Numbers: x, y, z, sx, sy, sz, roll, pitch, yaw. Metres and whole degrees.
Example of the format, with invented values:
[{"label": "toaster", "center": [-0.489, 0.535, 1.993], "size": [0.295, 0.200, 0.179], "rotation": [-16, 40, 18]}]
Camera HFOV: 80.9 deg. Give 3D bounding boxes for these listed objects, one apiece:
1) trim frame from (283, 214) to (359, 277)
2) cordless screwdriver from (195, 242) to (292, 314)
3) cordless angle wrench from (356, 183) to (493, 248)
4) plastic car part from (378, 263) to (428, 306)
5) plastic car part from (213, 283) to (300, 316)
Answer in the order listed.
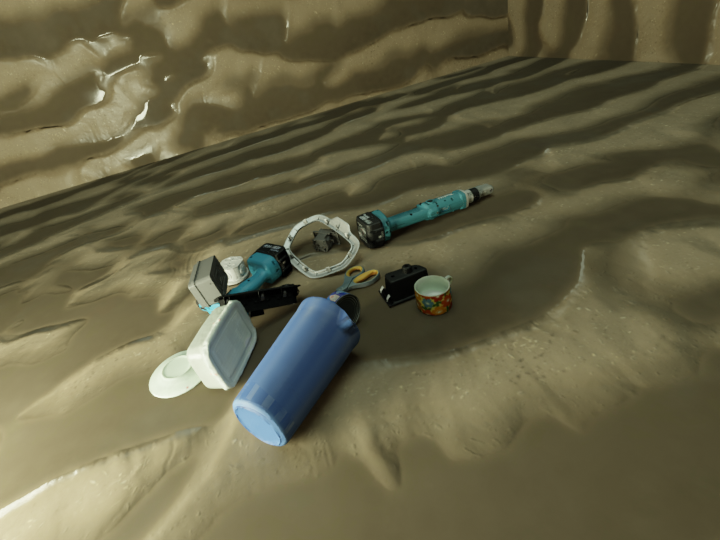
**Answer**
[{"label": "trim frame", "center": [-0.113, -0.074, 1.153], "size": [0.183, 0.026, 0.263], "rotation": [-41, 46, -11]}, {"label": "cordless screwdriver", "center": [-0.298, 0.028, 1.091], "size": [0.167, 0.071, 0.247], "rotation": [7, 41, 31]}, {"label": "cordless angle wrench", "center": [0.196, -0.173, 1.201], "size": [0.417, 0.072, 0.103], "rotation": [-20, 32, -12]}, {"label": "plastic car part", "center": [0.100, 0.021, 0.934], "size": [0.116, 0.068, 0.069], "rotation": [-22, 33, -6]}, {"label": "plastic car part", "center": [-0.224, 0.067, 0.965], "size": [0.196, 0.068, 0.067], "rotation": [-13, -13, -29]}]
